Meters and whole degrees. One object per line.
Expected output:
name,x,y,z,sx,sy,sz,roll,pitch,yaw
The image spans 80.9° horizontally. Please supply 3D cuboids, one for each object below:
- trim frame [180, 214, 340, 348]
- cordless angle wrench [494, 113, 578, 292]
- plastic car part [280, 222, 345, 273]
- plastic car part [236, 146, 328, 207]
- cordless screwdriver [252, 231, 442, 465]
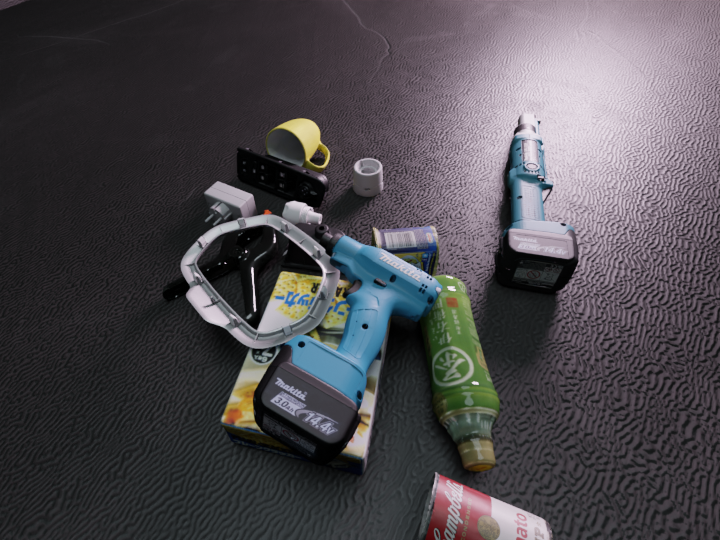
trim frame,-0.141,0.001,0.570,0.182,0.026,0.262,-37,55,-21
cordless angle wrench,0.282,-0.151,0.708,0.100,0.072,0.428,8,49,11
plastic car part,-0.064,-0.042,0.650,0.120,0.068,0.067,7,52,15
plastic car part,-0.139,-0.172,0.782,0.213,0.065,0.065,27,31,27
cordless screwdriver,-0.028,0.060,0.460,0.164,0.073,0.247,29,52,13
